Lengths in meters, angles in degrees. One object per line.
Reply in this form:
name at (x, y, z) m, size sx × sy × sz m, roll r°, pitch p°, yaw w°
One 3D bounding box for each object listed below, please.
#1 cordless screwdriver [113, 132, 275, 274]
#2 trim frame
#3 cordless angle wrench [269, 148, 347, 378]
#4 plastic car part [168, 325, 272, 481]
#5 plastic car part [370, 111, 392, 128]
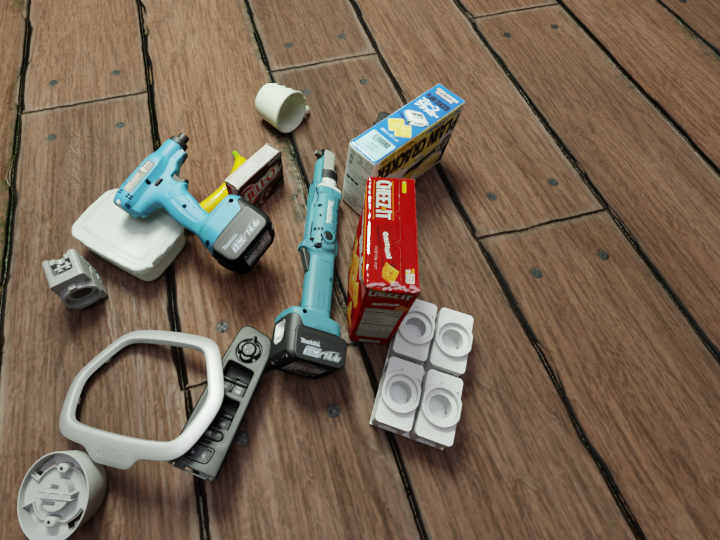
cordless screwdriver at (-0.246, -0.112, 0.663) m, size 0.255 × 0.072 × 0.159 m, roll 29°, pitch 74°, yaw 12°
trim frame at (-0.295, 0.165, 0.574) m, size 0.256 × 0.026 × 0.187 m, roll 2°, pitch 50°, yaw 17°
cordless angle wrench at (-0.069, -0.045, 0.702) m, size 0.094 × 0.075 × 0.434 m, roll 20°, pitch 53°, yaw -26°
plastic car part at (-0.178, 0.176, 0.585) m, size 0.068 × 0.065 × 0.205 m, roll 13°, pitch 58°, yaw 11°
plastic car part at (0.041, -0.265, 0.830) m, size 0.067 × 0.069 × 0.117 m, roll 20°, pitch 60°, yaw 8°
